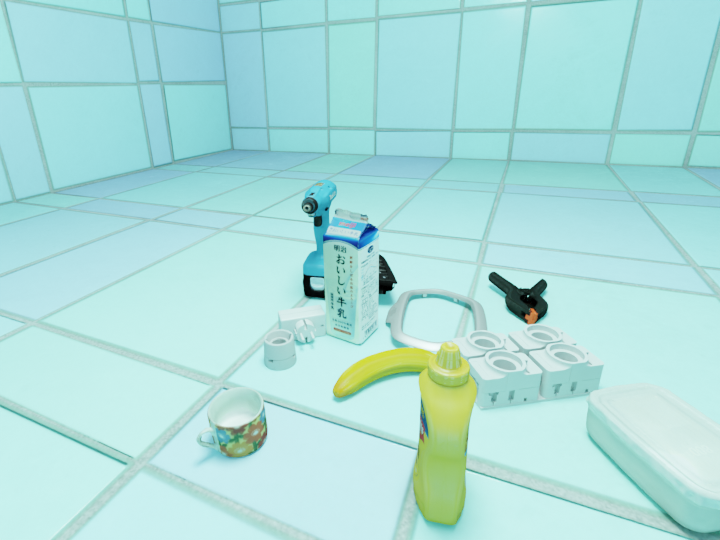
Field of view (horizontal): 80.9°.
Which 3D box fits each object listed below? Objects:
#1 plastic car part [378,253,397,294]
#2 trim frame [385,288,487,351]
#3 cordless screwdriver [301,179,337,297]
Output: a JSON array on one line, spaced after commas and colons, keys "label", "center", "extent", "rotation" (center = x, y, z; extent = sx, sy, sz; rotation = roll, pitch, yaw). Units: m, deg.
[{"label": "plastic car part", "center": [0.033, 0.008, 0.956], "extent": [0.066, 0.065, 0.208], "rotation": [-3, 23, -4]}, {"label": "trim frame", "center": [0.143, 0.089, 0.810], "extent": [0.189, 0.027, 0.248], "rotation": [4, 24, 12]}, {"label": "cordless screwdriver", "center": [-0.087, -0.057, 0.891], "extent": [0.076, 0.243, 0.159], "rotation": [4, 22, 9]}]
